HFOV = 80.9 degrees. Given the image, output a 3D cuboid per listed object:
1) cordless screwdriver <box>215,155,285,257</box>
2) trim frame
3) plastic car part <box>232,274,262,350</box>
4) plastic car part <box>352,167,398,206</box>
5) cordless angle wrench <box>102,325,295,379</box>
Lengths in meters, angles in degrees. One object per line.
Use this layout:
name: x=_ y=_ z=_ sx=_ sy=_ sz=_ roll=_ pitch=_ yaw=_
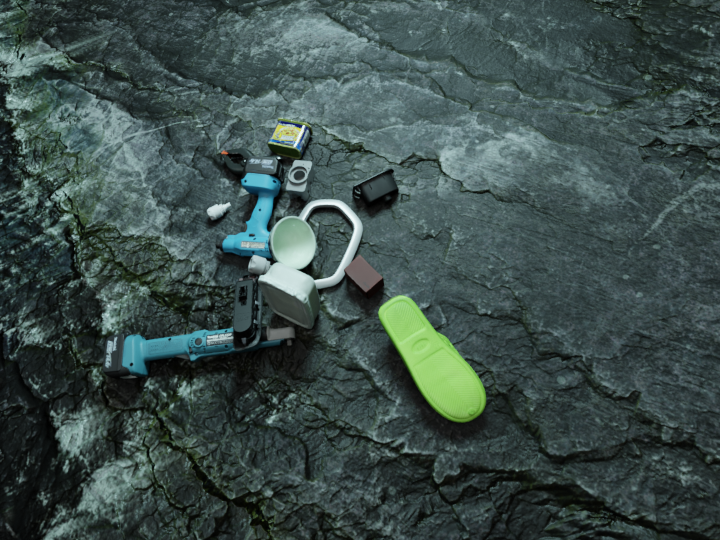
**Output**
cordless screwdriver: x=-0.272 y=-0.156 z=1.052 sx=0.162 sy=0.072 sz=0.251 roll=2 pitch=80 yaw=11
trim frame: x=-0.100 y=-0.065 z=1.022 sx=0.190 sy=0.026 sz=0.250 roll=18 pitch=73 yaw=16
plastic car part: x=-0.251 y=0.080 z=0.933 sx=0.066 sy=0.065 sz=0.211 roll=-6 pitch=47 yaw=-7
plastic car part: x=0.046 y=-0.197 z=1.039 sx=0.116 sy=0.065 sz=0.072 roll=-24 pitch=82 yaw=-5
cordless angle wrench: x=-0.354 y=0.167 z=0.946 sx=0.426 sy=0.072 sz=0.101 roll=-9 pitch=66 yaw=4
